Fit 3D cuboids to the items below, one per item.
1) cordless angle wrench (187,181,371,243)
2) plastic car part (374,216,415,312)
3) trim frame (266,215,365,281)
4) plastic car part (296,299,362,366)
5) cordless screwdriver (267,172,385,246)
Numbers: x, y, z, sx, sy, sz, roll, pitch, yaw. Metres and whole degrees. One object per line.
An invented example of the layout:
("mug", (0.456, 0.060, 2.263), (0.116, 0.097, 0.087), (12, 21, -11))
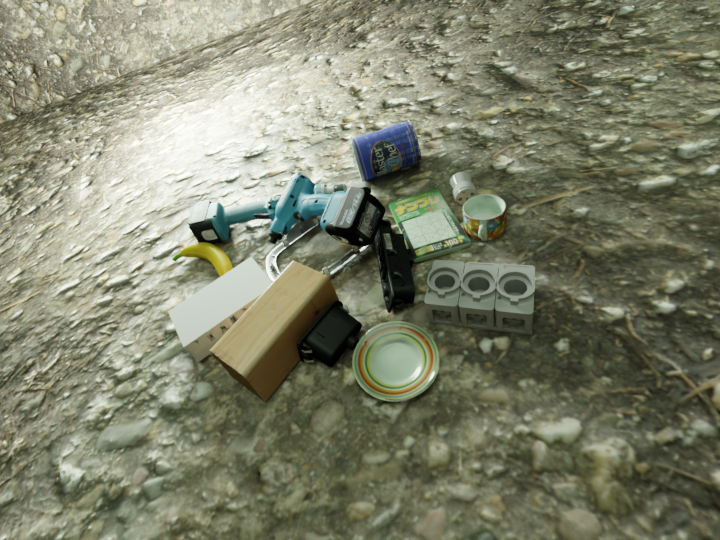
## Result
("cordless angle wrench", (-0.185, -0.147, 0.978), (0.429, 0.071, 0.101), (-11, 45, 9))
("plastic car part", (0.060, -0.009, 0.754), (0.066, 0.065, 0.209), (7, 44, -7))
("trim frame", (-0.085, -0.056, 0.874), (0.246, 0.026, 0.195), (-38, 44, -13))
("plastic car part", (-0.040, 0.107, 0.685), (0.074, 0.064, 0.115), (31, 60, 23))
("cordless screwdriver", (-0.083, -0.102, 0.834), (0.263, 0.070, 0.159), (21, 82, 43))
